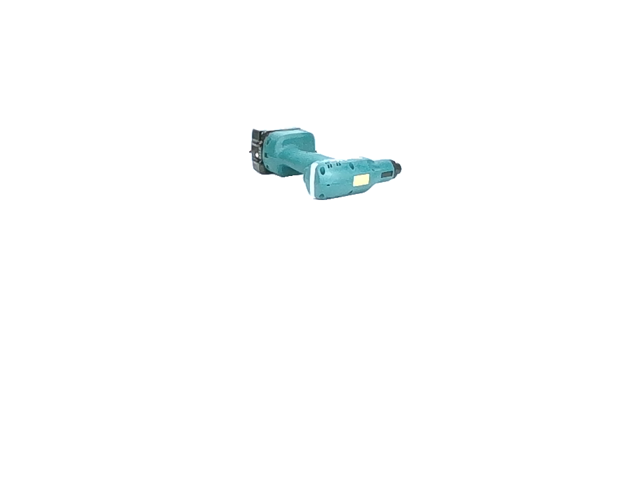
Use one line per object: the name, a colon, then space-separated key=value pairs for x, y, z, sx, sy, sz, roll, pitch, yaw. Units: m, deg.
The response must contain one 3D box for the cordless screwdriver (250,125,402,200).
cordless screwdriver: x=-0.001 y=-0.130 z=0.682 sx=0.158 sy=0.074 sz=0.250 roll=-14 pitch=29 yaw=-31
